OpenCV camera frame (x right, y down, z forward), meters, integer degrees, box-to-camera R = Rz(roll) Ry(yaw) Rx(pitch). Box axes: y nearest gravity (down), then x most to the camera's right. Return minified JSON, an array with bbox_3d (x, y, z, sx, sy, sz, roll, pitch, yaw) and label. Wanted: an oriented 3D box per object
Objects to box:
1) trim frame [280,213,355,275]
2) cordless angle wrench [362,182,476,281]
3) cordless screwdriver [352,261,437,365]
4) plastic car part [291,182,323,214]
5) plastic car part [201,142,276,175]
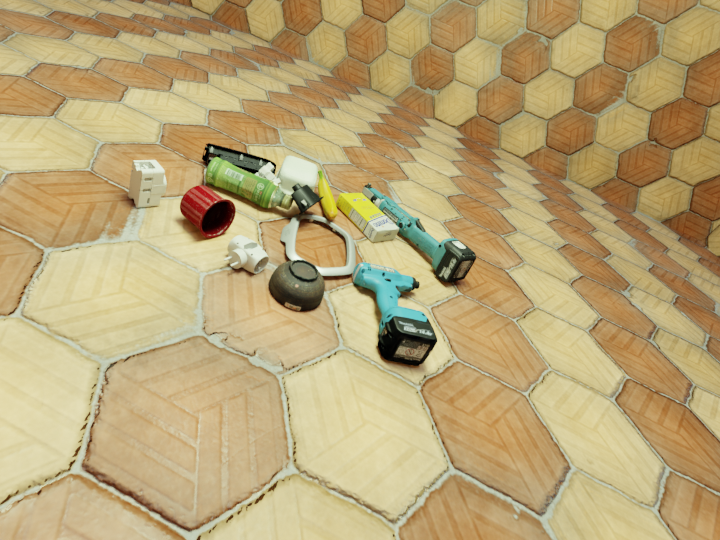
[{"bbox_3d":[-0.098,-0.064,1.004,0.180,0.027,0.256,17,35,-12],"label":"trim frame"},{"bbox_3d":[0.133,-0.128,1.195,0.071,0.097,0.447,-5,38,-39],"label":"cordless angle wrench"},{"bbox_3d":[0.086,0.078,0.873,0.154,0.074,0.260,10,31,-21],"label":"cordless screwdriver"},{"bbox_3d":[-0.143,-0.186,1.064,0.070,0.066,0.116,54,11,-6],"label":"plastic car part"},{"bbox_3d":[-0.324,-0.285,1.149,0.195,0.066,0.070,7,46,-25],"label":"plastic car part"}]
